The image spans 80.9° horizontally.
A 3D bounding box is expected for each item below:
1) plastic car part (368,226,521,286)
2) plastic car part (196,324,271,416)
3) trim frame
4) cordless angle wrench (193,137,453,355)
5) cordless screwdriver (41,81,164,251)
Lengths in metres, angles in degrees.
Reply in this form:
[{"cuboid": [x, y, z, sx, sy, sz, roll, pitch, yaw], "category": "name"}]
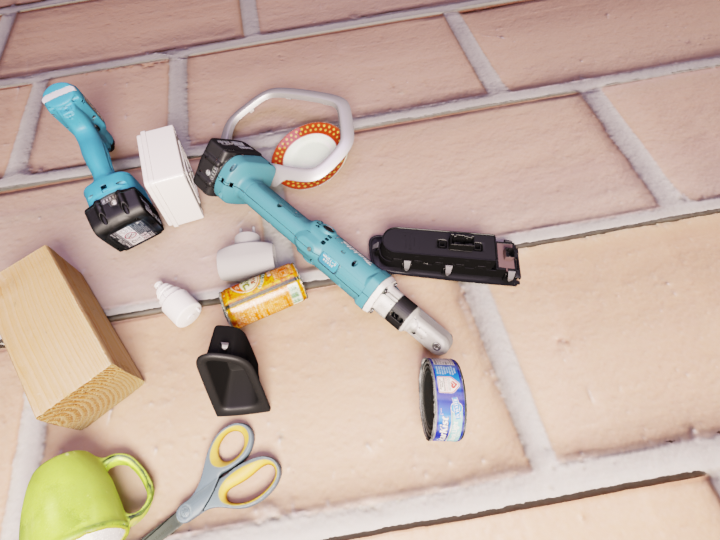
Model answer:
[{"cuboid": [0.111, -0.024, 0.566, 0.206, 0.065, 0.067, 4, 69, 10], "category": "plastic car part"}, {"cuboid": [-0.146, 0.108, 0.491, 0.066, 0.112, 0.073, -6, 37, -2], "category": "plastic car part"}, {"cuboid": [-0.124, -0.222, 0.690, 0.259, 0.026, 0.185, 18, 73, 23], "category": "trim frame"}, {"cuboid": [-0.056, -0.037, 0.572, 0.438, 0.095, 0.074, 39, 115, 18], "category": "cordless angle wrench"}, {"cuboid": [-0.387, -0.150, 0.652, 0.074, 0.157, 0.254, -29, 78, -10], "category": "cordless screwdriver"}]
